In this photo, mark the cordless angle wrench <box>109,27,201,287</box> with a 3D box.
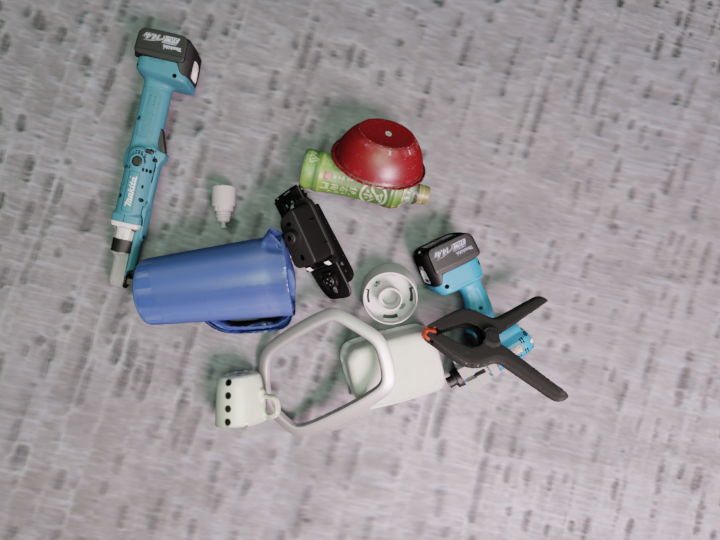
[{"bbox_3d":[-0.363,-0.180,0.710,0.097,0.075,0.423,12,89,-4],"label":"cordless angle wrench"}]

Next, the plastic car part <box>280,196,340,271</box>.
[{"bbox_3d":[-0.091,-0.050,0.658,0.068,0.070,0.115,-20,97,27],"label":"plastic car part"}]

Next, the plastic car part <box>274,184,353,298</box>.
[{"bbox_3d":[-0.070,-0.046,0.720,0.068,0.065,0.204,-28,86,32],"label":"plastic car part"}]

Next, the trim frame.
[{"bbox_3d":[-0.063,0.170,0.688,0.251,0.027,0.187,-33,81,16],"label":"trim frame"}]

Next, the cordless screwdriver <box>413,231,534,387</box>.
[{"bbox_3d":[0.170,0.068,0.721,0.159,0.075,0.247,-30,93,-4],"label":"cordless screwdriver"}]
